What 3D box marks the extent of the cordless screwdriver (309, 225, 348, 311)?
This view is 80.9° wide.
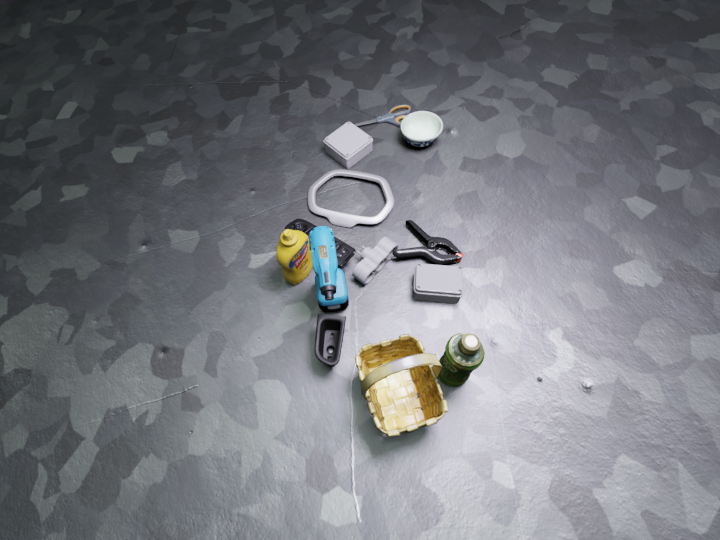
[{"bbox_3d":[-0.069,0.029,0.943,0.074,0.240,0.164,-8,62,-2],"label":"cordless screwdriver"}]

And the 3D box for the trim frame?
[{"bbox_3d":[-0.029,-0.206,1.191,0.255,0.026,0.186,12,63,13],"label":"trim frame"}]

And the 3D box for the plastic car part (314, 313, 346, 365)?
[{"bbox_3d":[-0.069,0.167,0.966,0.067,0.068,0.119,2,62,6],"label":"plastic car part"}]

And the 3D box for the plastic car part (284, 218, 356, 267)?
[{"bbox_3d":[-0.108,-0.071,1.104,0.211,0.065,0.066,34,69,22],"label":"plastic car part"}]
